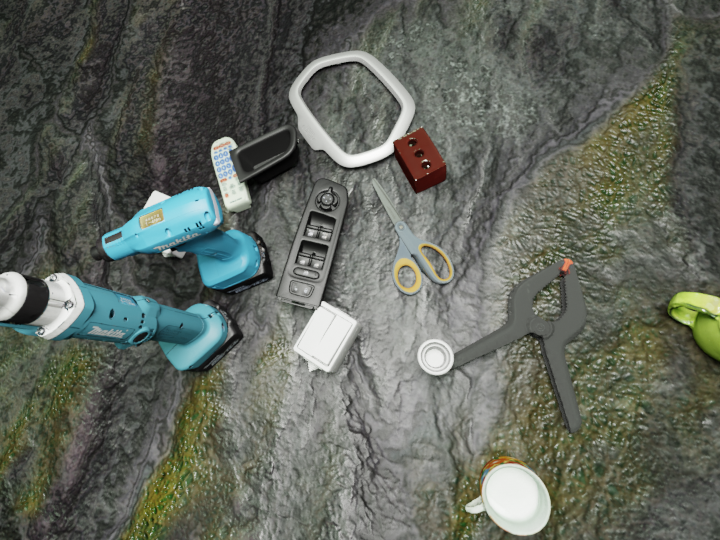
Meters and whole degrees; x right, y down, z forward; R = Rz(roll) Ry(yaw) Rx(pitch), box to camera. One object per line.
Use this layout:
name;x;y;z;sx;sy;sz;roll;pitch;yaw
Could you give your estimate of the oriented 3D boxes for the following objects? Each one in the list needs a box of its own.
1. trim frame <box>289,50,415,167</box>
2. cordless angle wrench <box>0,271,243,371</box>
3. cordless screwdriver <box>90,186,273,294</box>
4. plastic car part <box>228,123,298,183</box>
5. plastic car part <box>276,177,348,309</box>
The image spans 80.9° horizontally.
trim frame;-0.021;-0.282;0.727;0.184;0.026;0.257;-35;69;1
cordless angle wrench;-0.261;0.057;0.476;0.098;0.409;0.077;-44;74;-4
cordless screwdriver;-0.226;-0.024;0.582;0.160;0.240;0.076;-20;74;4
plastic car part;-0.148;-0.185;0.704;0.117;0.068;0.068;-24;72;4
plastic car part;-0.063;-0.041;0.643;0.068;0.065;0.204;11;76;13
